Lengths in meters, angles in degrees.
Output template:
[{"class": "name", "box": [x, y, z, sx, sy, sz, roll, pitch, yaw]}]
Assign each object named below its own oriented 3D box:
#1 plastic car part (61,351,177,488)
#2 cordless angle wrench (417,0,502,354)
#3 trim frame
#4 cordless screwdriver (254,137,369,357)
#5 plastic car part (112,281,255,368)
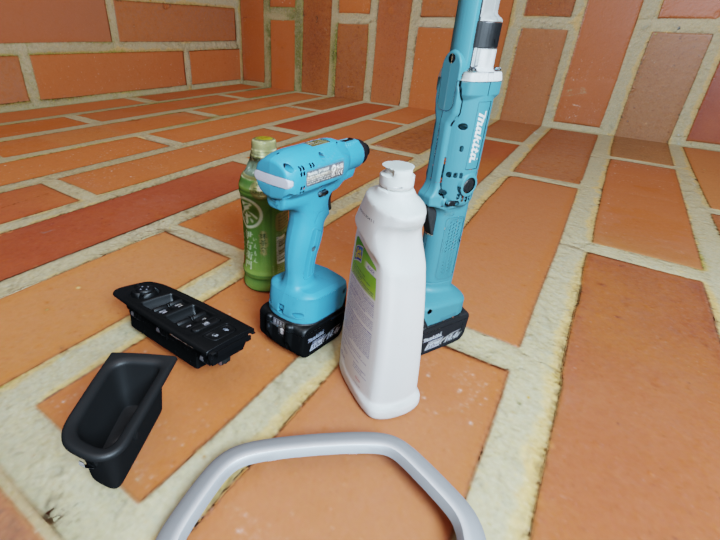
[{"class": "plastic car part", "box": [-0.211, 0.136, 0.375, 0.066, 0.069, 0.120, 2, 30, -4]}, {"class": "cordless angle wrench", "box": [0.096, -0.099, 0.460, 0.095, 0.413, 0.079, -12, 33, -30]}, {"class": "trim frame", "box": [-0.029, 0.204, 0.314, 0.246, 0.027, 0.191, -2, 30, -8]}, {"class": "cordless screwdriver", "box": [-0.049, -0.032, 0.504, 0.078, 0.243, 0.155, 23, 34, 29]}, {"class": "plastic car part", "box": [-0.217, 0.064, 0.503, 0.213, 0.065, 0.064, 22, 34, 30]}]
